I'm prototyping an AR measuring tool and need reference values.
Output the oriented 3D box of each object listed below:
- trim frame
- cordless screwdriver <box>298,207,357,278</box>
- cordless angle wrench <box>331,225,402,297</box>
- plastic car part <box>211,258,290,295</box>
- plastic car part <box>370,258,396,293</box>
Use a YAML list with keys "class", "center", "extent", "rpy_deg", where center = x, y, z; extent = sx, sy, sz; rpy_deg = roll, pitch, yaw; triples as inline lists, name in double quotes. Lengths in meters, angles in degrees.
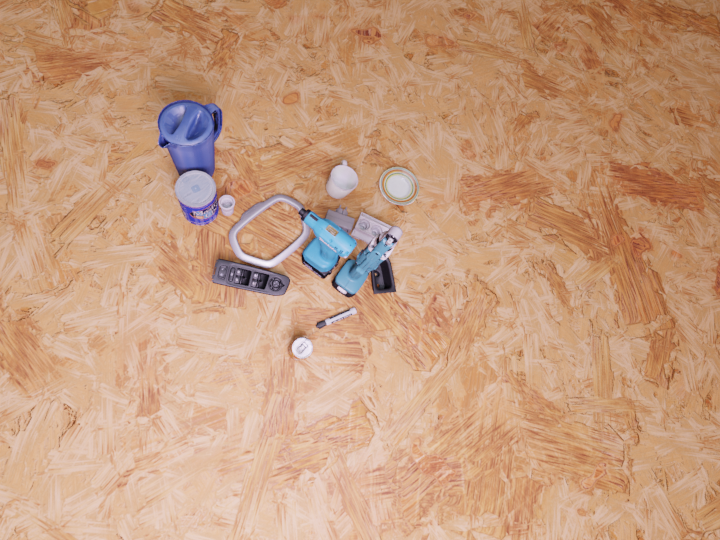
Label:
- class: "trim frame"
  center: [-0.257, -0.116, 1.212]
  extent: [0.186, 0.027, 0.246]
  rpy_deg: [45, 70, 6]
- class: "cordless screwdriver"
  center: [-0.108, -0.071, 1.105]
  extent: [0.160, 0.249, 0.074]
  rpy_deg: [40, 69, 0]
- class: "cordless angle wrench"
  center: [0.018, -0.024, 1.019]
  extent: [0.074, 0.424, 0.098]
  rpy_deg: [37, 69, -3]
- class: "plastic car part"
  center: [-0.293, 0.027, 1.138]
  extent: [0.201, 0.067, 0.067]
  rpy_deg: [12, 72, -6]
- class: "plastic car part"
  center: [0.053, 0.013, 1.200]
  extent: [0.065, 0.071, 0.119]
  rpy_deg: [-4, 74, -14]
